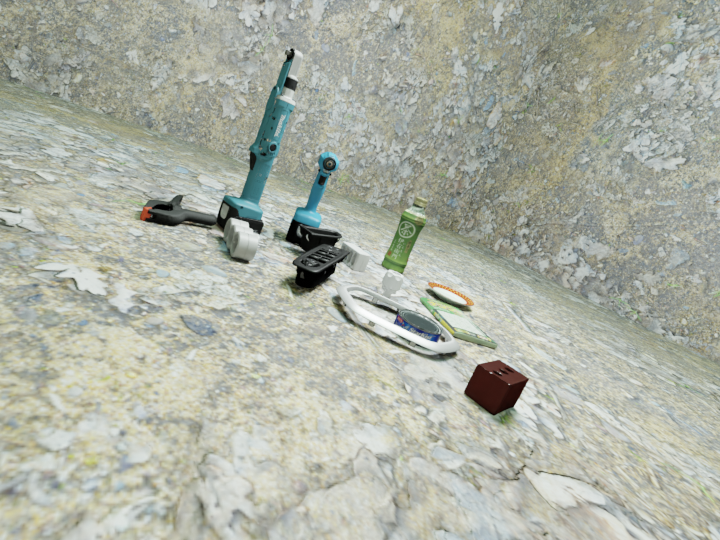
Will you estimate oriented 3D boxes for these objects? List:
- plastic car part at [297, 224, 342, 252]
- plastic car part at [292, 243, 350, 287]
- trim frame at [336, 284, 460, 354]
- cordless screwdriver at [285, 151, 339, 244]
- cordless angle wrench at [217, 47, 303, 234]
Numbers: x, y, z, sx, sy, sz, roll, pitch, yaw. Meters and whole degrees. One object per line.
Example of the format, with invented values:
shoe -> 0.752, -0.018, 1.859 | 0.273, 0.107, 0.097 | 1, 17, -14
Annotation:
plastic car part -> -0.101, -0.066, 1.034 | 0.110, 0.070, 0.070 | 10, 18, -42
plastic car part -> -0.085, -0.009, 0.847 | 0.068, 0.067, 0.199 | 24, 14, 9
trim frame -> 0.066, 0.088, 0.786 | 0.253, 0.027, 0.182 | 23, 14, 7
cordless screwdriver -> -0.116, -0.180, 1.074 | 0.073, 0.247, 0.162 | 20, 13, -11
cordless angle wrench -> -0.213, -0.282, 0.953 | 0.093, 0.421, 0.079 | 10, 18, -45
